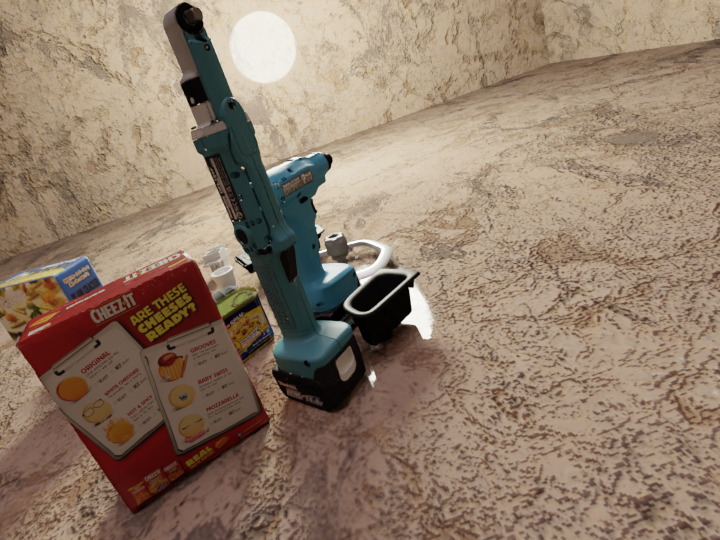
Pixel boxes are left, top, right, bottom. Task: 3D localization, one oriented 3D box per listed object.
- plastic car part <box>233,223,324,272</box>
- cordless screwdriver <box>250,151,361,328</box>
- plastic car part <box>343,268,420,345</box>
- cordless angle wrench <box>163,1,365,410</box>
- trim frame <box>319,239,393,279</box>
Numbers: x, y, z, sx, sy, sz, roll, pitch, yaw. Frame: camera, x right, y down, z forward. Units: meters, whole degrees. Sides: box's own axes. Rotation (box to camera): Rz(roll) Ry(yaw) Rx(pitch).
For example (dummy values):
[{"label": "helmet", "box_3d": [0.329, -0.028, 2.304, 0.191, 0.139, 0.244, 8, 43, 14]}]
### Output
[{"label": "plastic car part", "box_3d": [-0.158, -0.040, 0.894, 0.199, 0.065, 0.070, -31, 25, -25]}, {"label": "cordless screwdriver", "box_3d": [-0.059, -0.038, 0.599, 0.078, 0.241, 0.157, -2, 27, 37]}, {"label": "plastic car part", "box_3d": [0.028, 0.053, 0.551, 0.069, 0.069, 0.114, 1, 30, 40]}, {"label": "cordless angle wrench", "box_3d": [-0.102, -0.045, 0.439, 0.103, 0.410, 0.073, 0, 27, 40]}, {"label": "trim frame", "box_3d": [-0.060, 0.000, 0.781, 0.252, 0.027, 0.187, -15, 24, 10]}]
